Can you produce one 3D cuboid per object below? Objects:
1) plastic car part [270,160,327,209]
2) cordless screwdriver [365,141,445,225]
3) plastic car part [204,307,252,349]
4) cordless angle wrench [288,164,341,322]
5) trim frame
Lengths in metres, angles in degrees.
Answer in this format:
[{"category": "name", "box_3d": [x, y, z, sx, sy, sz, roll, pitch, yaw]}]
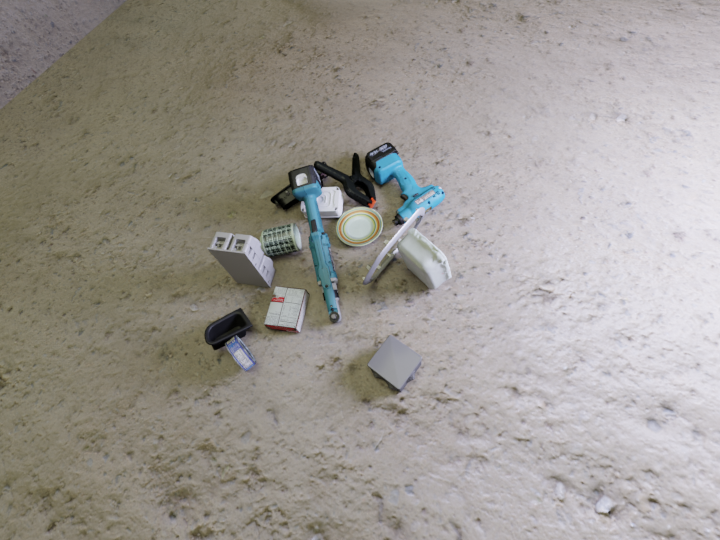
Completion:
[{"category": "plastic car part", "box_3d": [-0.177, -0.247, 1.283, 0.202, 0.066, 0.068, -31, 84, -7]}, {"category": "cordless screwdriver", "box_3d": [0.098, -0.242, 1.197, 0.158, 0.071, 0.261, -34, 61, -7]}, {"category": "plastic car part", "box_3d": [-0.337, 0.159, 1.071, 0.114, 0.069, 0.069, -29, 56, -23]}, {"category": "cordless angle wrench", "box_3d": [-0.108, -0.071, 1.109, 0.075, 0.094, 0.433, -16, 72, 7]}, {"category": "trim frame", "box_3d": [0.081, -0.061, 1.032, 0.028, 0.180, 0.247, 36, 74, 11]}]
